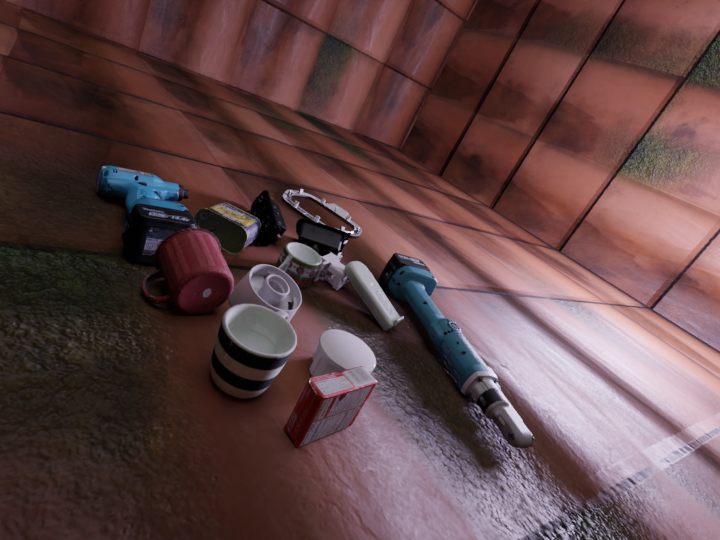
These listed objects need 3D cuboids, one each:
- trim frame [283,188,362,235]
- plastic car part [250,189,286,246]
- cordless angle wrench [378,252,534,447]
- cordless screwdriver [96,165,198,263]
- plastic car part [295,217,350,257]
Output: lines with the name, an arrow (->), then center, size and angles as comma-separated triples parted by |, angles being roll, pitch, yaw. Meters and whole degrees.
trim frame -> -0.103, -0.161, 1.144 | 0.260, 0.027, 0.177 | 34, 23, 24
plastic car part -> -0.192, -0.112, 0.892 | 0.064, 0.066, 0.213 | 25, 19, -32
cordless angle wrench -> 0.153, 0.117, 0.746 | 0.094, 0.074, 0.444 | 14, 27, -28
cordless screwdriver -> -0.334, -0.101, 0.705 | 0.151, 0.074, 0.263 | 5, 26, -42
plastic car part -> -0.088, -0.057, 0.896 | 0.114, 0.065, 0.073 | 18, 37, -10
